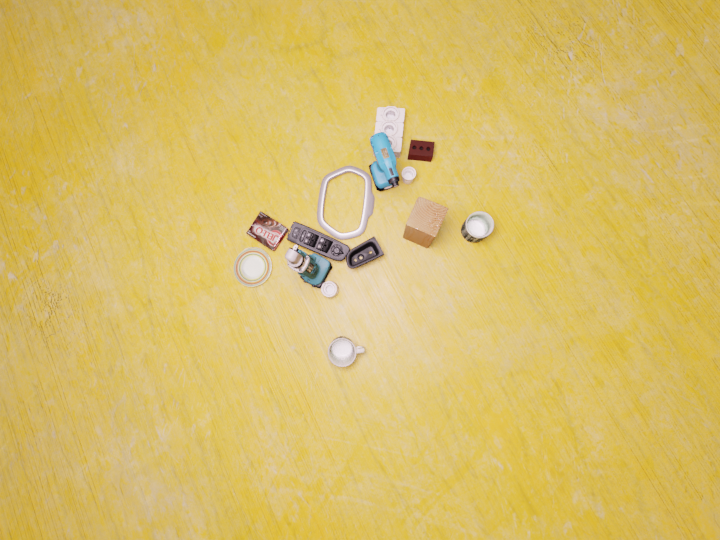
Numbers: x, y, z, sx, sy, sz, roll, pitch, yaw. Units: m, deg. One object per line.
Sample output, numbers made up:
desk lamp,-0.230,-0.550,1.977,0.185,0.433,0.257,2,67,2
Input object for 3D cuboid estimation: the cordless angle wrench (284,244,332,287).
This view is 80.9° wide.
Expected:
cordless angle wrench,-0.151,-0.015,1.175,0.076,0.415,0.098,28,86,6

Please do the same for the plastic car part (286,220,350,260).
plastic car part,-0.133,-0.087,1.362,0.207,0.065,0.066,23,86,11

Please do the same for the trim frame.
trim frame,-0.048,-0.224,1.391,0.187,0.027,0.250,5,82,9

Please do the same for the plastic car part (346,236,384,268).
plastic car part,0.008,-0.048,1.333,0.117,0.069,0.067,-28,81,2

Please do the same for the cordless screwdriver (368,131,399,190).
cordless screwdriver,0.078,-0.296,1.273,0.075,0.244,0.161,-18,82,1
